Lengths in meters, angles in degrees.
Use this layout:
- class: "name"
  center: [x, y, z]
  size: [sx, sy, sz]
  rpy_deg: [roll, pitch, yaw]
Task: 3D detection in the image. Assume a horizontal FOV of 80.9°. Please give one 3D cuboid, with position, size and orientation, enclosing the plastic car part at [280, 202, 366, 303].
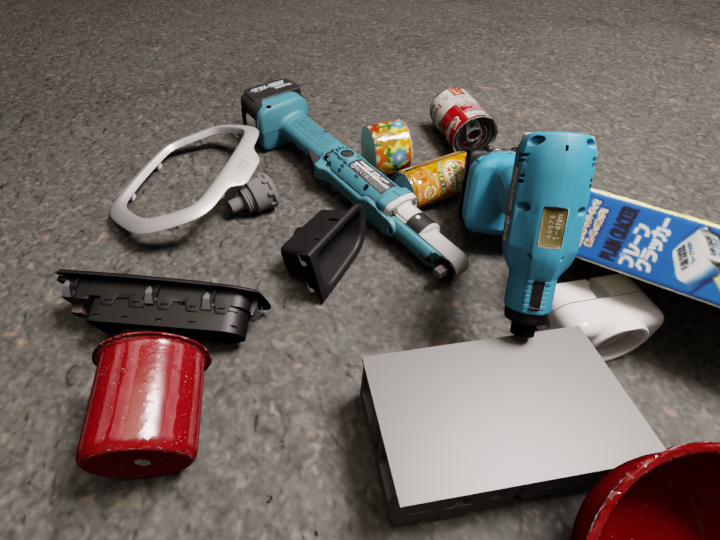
- class: "plastic car part"
  center: [-0.047, -0.031, 0.478]
  size: [0.074, 0.063, 0.116]
  rpy_deg: [8, 42, 26]

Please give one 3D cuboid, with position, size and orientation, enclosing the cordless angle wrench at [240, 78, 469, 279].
- class: "cordless angle wrench"
  center: [-0.022, -0.135, 0.567]
  size: [0.096, 0.072, 0.445]
  rpy_deg: [-28, 54, -25]

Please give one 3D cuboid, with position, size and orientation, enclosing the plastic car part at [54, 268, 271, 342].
- class: "plastic car part"
  center: [-0.190, 0.038, 0.408]
  size: [0.203, 0.064, 0.069]
  rpy_deg: [1, 56, 1]

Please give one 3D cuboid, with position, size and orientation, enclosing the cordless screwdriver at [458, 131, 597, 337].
- class: "cordless screwdriver"
  center: [0.148, -0.050, 0.420]
  size: [0.075, 0.157, 0.248]
  rpy_deg: [6, 15, 5]

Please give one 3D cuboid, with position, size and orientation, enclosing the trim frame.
- class: "trim frame"
  center: [-0.228, -0.131, 0.567]
  size: [0.189, 0.026, 0.253]
  rpy_deg: [-4, 43, 17]
